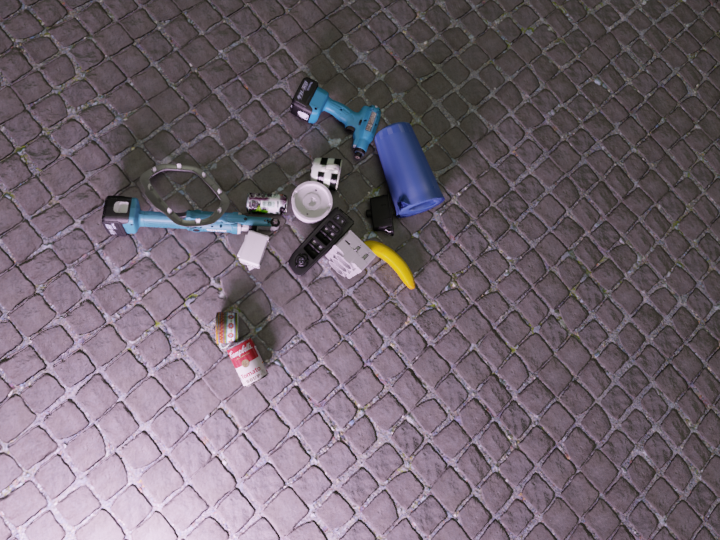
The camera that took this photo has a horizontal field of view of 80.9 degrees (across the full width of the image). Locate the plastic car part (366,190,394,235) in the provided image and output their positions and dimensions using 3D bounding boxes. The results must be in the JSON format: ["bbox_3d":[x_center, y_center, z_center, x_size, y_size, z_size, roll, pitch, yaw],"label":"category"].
[{"bbox_3d":[0.052,-0.153,1.155,0.071,0.064,0.118,-10,78,3],"label":"plastic car part"}]

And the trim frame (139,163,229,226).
[{"bbox_3d":[-0.439,-0.196,1.055,0.179,0.027,0.258,-28,63,-36],"label":"trim frame"}]

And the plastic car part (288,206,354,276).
[{"bbox_3d":[-0.108,-0.071,1.104,0.067,0.067,0.202,43,83,2],"label":"plastic car part"}]

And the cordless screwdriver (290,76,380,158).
[{"bbox_3d":[-0.075,-0.422,1.181,0.245,0.075,0.160,20,78,-8],"label":"cordless screwdriver"}]

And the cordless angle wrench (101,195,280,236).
[{"bbox_3d":[-0.417,-0.127,1.074,0.414,0.097,0.076,2,68,-12],"label":"cordless angle wrench"}]
